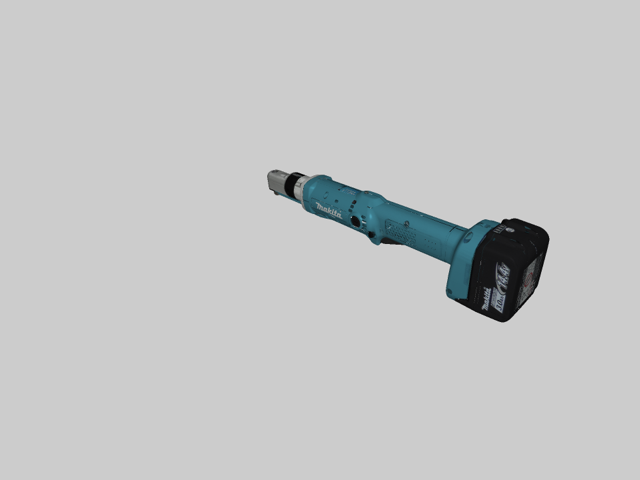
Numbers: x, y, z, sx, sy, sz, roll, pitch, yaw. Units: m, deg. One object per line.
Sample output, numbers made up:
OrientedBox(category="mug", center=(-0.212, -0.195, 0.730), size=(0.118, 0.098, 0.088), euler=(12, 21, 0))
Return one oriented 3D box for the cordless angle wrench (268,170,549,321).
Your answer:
OrientedBox(category="cordless angle wrench", center=(0.065, -0.032, 0.563), size=(0.074, 0.098, 0.423), euler=(-30, 40, -34))
